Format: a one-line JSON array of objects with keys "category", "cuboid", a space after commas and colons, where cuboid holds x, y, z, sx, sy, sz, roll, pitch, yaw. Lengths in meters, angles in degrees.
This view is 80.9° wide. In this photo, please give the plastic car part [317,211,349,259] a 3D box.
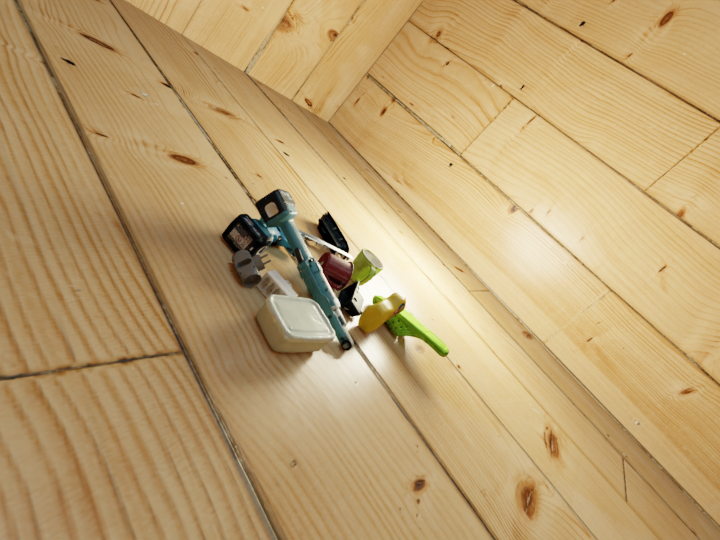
[{"category": "plastic car part", "cuboid": [-0.100, -0.122, 1.463, 0.064, 0.066, 0.213, 6, 39, -44]}]

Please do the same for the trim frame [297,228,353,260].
[{"category": "trim frame", "cuboid": [-0.125, -0.081, 1.274, 0.235, 0.027, 0.195, 24, 3, -42]}]

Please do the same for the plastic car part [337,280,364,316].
[{"category": "plastic car part", "cuboid": [-0.021, 0.091, 1.177, 0.069, 0.067, 0.118, 52, 20, -16]}]

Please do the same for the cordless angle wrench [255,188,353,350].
[{"category": "cordless angle wrench", "cuboid": [-0.124, 0.000, 1.038, 0.429, 0.075, 0.095, 62, 13, 8]}]

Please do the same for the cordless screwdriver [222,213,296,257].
[{"category": "cordless screwdriver", "cuboid": [-0.240, -0.080, 1.100, 0.161, 0.075, 0.245, 46, 16, 3]}]
